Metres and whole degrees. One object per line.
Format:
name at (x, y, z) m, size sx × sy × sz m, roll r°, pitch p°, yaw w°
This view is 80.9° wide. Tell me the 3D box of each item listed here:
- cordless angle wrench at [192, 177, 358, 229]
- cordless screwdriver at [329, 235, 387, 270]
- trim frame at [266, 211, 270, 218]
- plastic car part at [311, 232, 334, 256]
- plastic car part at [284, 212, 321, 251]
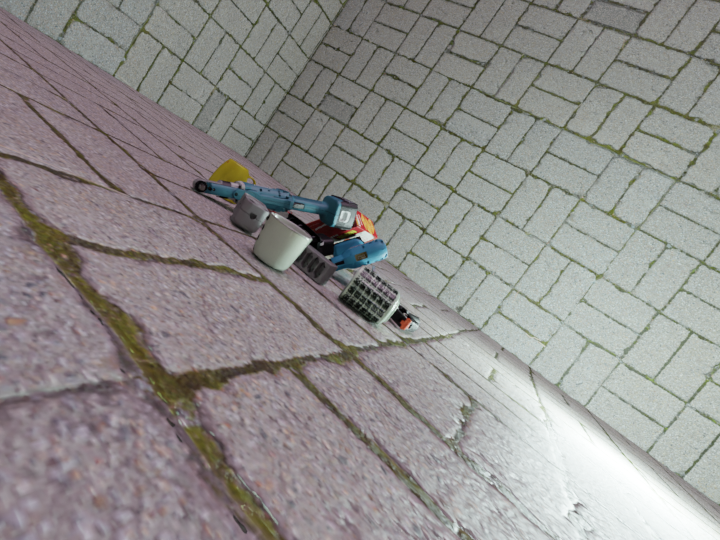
cordless angle wrench at (-0.197, -0.169, 1.024) m, size 0.403 × 0.074 × 0.104 m, roll 6°, pitch 18°, yaw -36°
cordless screwdriver at (-0.035, -0.038, 1.118) m, size 0.253 × 0.158 × 0.074 m, roll -159°, pitch -129°, yaw -79°
trim frame at (-0.245, -0.158, 1.298) m, size 0.180 × 0.027 × 0.254 m, roll 35°, pitch 4°, yaw -13°
plastic car part at (-0.103, -0.067, 1.052) m, size 0.069 × 0.065 × 0.122 m, roll -6°, pitch 22°, yaw -23°
plastic car part at (-0.163, -0.085, 1.035) m, size 0.065 × 0.065 × 0.214 m, roll -3°, pitch 26°, yaw -24°
